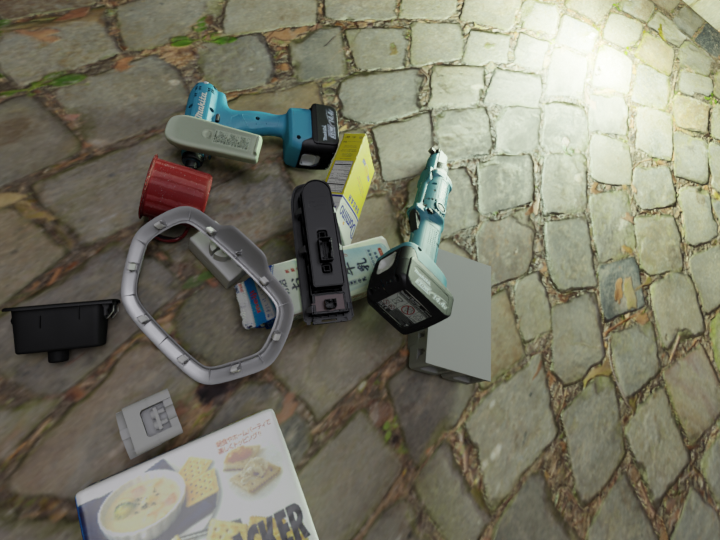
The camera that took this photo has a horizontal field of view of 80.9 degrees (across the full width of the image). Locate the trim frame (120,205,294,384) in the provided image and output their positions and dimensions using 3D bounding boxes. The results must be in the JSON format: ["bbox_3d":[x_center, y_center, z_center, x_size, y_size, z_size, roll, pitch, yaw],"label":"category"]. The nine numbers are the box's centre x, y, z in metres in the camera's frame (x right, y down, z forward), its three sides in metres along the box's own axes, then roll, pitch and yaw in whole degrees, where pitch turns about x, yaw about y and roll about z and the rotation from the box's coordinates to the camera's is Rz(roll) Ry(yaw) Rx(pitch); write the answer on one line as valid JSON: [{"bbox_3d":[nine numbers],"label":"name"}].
[{"bbox_3d":[-0.201,0.029,0.540,0.253,0.027,0.184,42,90,10],"label":"trim frame"}]

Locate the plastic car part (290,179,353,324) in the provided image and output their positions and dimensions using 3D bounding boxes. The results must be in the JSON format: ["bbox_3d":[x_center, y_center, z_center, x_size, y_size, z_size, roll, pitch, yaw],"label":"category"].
[{"bbox_3d":[-0.054,-0.036,0.557,0.066,0.066,0.208,-8,69,-6],"label":"plastic car part"}]

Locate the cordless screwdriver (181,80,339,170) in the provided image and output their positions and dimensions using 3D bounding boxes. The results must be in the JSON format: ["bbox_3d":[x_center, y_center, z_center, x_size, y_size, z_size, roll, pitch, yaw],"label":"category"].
[{"bbox_3d":[-0.163,-0.214,0.691,0.244,0.074,0.163,7,65,-12],"label":"cordless screwdriver"}]

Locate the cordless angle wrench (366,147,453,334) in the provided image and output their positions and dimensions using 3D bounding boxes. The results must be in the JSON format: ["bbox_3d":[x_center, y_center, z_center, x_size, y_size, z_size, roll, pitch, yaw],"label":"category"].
[{"bbox_3d":[0.107,-0.088,0.678,0.095,0.076,0.427,41,40,-18],"label":"cordless angle wrench"}]

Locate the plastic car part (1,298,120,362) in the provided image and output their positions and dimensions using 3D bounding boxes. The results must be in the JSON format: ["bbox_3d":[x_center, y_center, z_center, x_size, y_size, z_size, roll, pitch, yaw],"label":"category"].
[{"bbox_3d":[-0.351,0.072,0.502,0.113,0.067,0.071,-7,85,-20],"label":"plastic car part"}]
